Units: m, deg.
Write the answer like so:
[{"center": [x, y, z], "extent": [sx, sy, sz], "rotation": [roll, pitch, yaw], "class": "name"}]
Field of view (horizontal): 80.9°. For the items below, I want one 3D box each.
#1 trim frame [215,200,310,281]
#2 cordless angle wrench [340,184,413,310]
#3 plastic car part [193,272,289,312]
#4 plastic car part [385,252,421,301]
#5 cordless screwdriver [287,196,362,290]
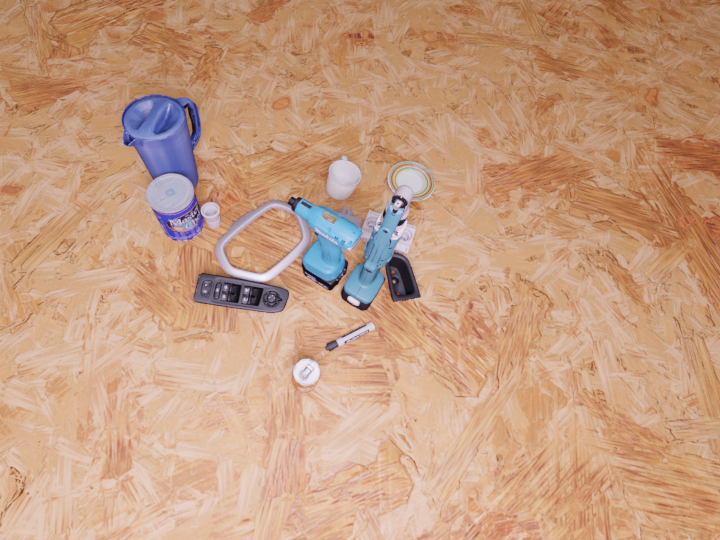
[{"center": [-0.235, -0.075, 1.033], "extent": [0.189, 0.027, 0.246], "rotation": [38, 67, 14], "class": "trim frame"}, {"center": [0.034, -0.036, 0.817], "extent": [0.075, 0.417, 0.098], "rotation": [31, 65, 5], "class": "cordless angle wrench"}, {"center": [-0.262, 0.060, 0.941], "extent": [0.203, 0.066, 0.068], "rotation": [8, 64, -1], "class": "plastic car part"}, {"center": [0.087, 0.023, 0.985], "extent": [0.065, 0.070, 0.120], "rotation": [-8, 65, -11], "class": "plastic car part"}, {"center": [-0.089, -0.058, 0.914], "extent": [0.162, 0.245, 0.074], "rotation": [34, 65, 8], "class": "cordless screwdriver"}]
